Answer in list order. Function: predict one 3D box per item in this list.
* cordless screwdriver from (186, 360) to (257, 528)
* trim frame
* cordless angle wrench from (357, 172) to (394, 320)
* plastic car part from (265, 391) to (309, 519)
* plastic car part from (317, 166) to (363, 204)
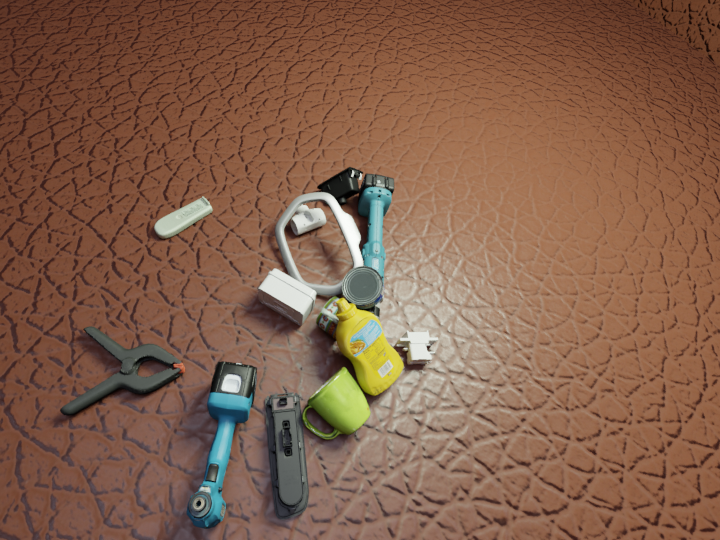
[{"bbox_3d":[-0.230,0.276,0.698,0.074,0.156,0.255,8,55,-6],"label":"cordless screwdriver"},{"bbox_3d":[-0.094,-0.061,0.958,0.186,0.026,0.255,-26,73,9],"label":"trim frame"},{"bbox_3d":[0.028,-0.034,0.970,0.073,0.097,0.433,9,60,-9],"label":"cordless angle wrench"},{"bbox_3d":[-0.126,0.316,0.743,0.064,0.066,0.210,0,60,-18],"label":"plastic car part"},{"bbox_3d":[-0.048,-0.204,1.070,0.063,0.119,0.072,6,64,-55],"label":"plastic car part"}]
